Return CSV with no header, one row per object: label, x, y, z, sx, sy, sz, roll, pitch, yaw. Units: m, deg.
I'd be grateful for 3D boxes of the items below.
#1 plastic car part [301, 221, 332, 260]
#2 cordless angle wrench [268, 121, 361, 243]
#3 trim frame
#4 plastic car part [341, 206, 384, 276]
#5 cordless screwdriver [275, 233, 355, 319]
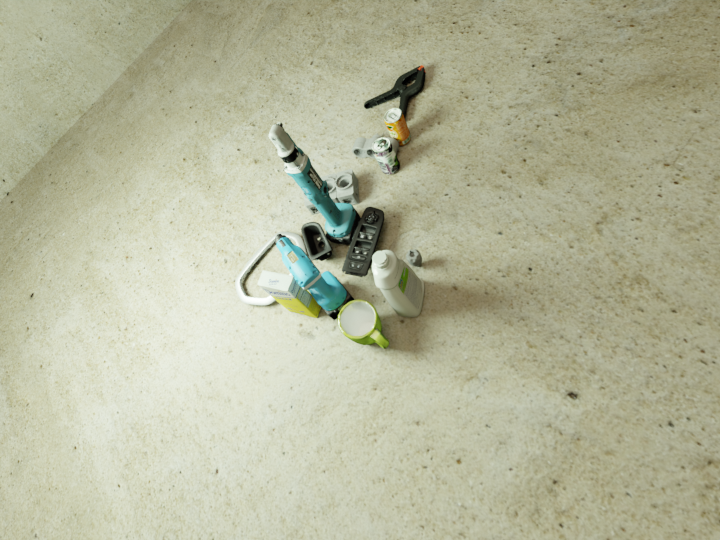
plastic car part,-0.113,-0.074,1.151,0.066,0.067,0.122,-28,56,8
cordless angle wrench,-0.106,-0.194,1.007,0.077,0.401,0.099,7,68,25
trim frame,-0.256,-0.007,1.208,0.194,0.026,0.248,33,81,34
plastic car part,0.018,-0.071,1.091,0.069,0.063,0.205,6,67,26
cordless screwdriver,-0.111,0.013,1.002,0.074,0.236,0.168,-40,56,-1
